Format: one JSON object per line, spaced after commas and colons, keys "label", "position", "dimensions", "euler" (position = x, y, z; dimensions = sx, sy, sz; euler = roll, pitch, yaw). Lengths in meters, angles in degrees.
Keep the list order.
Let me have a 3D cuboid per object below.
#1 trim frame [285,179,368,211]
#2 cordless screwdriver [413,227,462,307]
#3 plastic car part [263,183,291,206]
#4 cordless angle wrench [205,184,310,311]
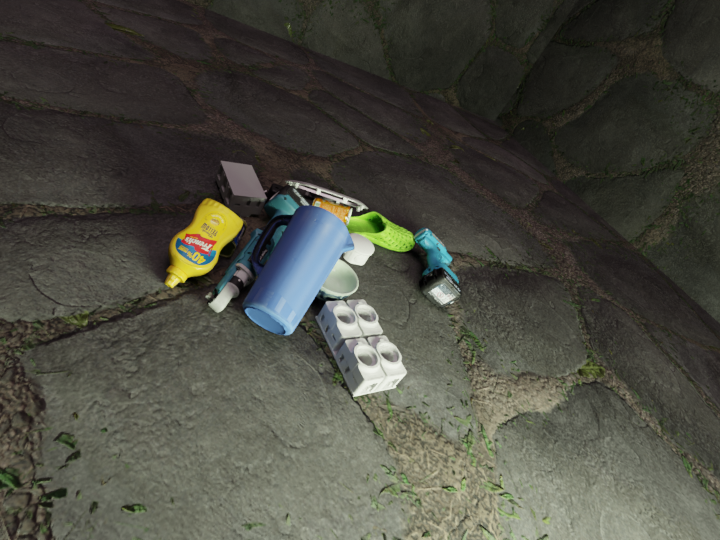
{"label": "trim frame", "position": [-0.095, -0.209, 1.192], "dimensions": [0.243, 0.027, 0.189], "euler": [15, 4, -13]}
{"label": "cordless screwdriver", "position": [0.224, 0.000, 1.173], "dimensions": [0.153, 0.075, 0.255], "euler": [40, 28, -25]}
{"label": "plastic car part", "position": [-0.207, -0.198, 1.147], "dimensions": [0.113, 0.070, 0.068], "euler": [15, 40, -15]}
{"label": "cordless angle wrench", "position": [-0.223, -0.055, 0.944], "dimensions": [0.095, 0.076, 0.427], "euler": [46, 34, -19]}
